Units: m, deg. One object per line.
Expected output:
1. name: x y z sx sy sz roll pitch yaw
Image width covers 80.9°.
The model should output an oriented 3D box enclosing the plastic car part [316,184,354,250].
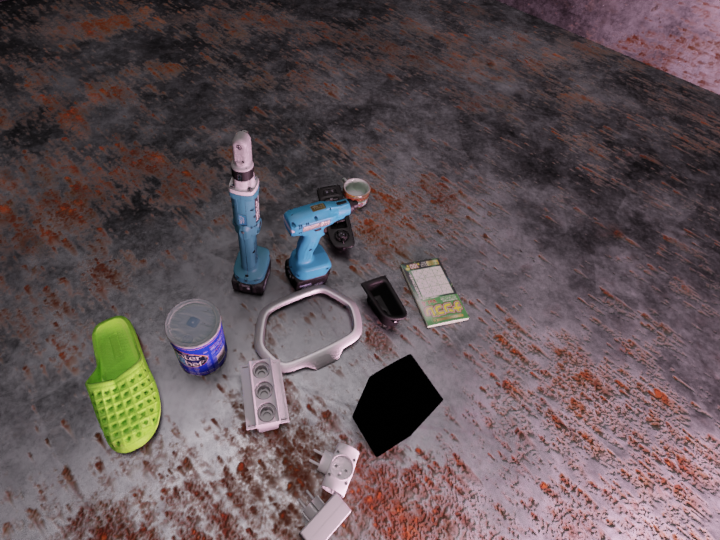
1. plastic car part: -0.066 -0.130 1.107 0.065 0.065 0.211 -7 54 -13

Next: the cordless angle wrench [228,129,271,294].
1. cordless angle wrench: -0.227 -0.098 0.850 0.074 0.414 0.100 11 53 -3

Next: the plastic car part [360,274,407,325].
1. plastic car part: 0.051 0.081 0.957 0.064 0.069 0.122 -17 57 -20

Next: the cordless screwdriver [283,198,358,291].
1. cordless screwdriver: -0.092 -0.060 0.941 0.155 0.243 0.078 -18 60 -21

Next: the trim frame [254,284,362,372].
1. trim frame: -0.116 0.125 0.934 0.243 0.027 0.193 -22 58 -20
